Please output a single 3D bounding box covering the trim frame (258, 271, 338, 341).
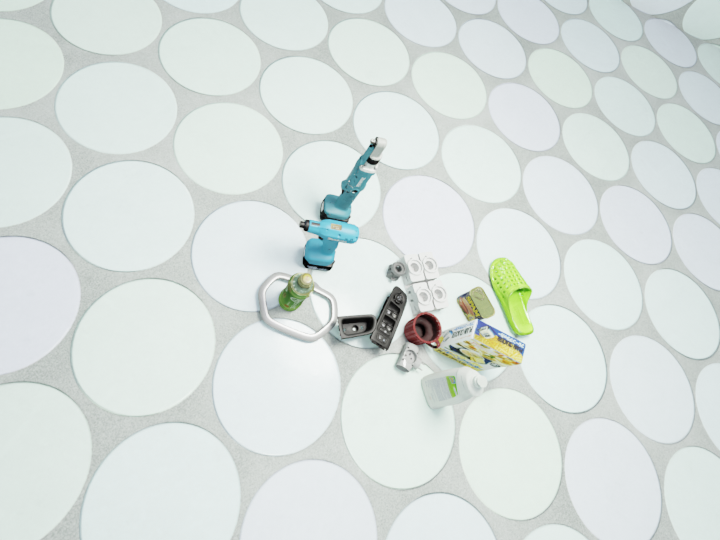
[{"bbox_3d":[-0.181,0.102,1.235,0.245,0.027,0.186,22,64,-7],"label":"trim frame"}]

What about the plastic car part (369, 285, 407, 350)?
[{"bbox_3d":[0.084,0.143,1.272,0.066,0.067,0.203,31,63,-6],"label":"plastic car part"}]

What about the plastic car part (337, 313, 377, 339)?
[{"bbox_3d":[-0.016,0.166,1.232,0.113,0.071,0.067,-4,72,-19],"label":"plastic car part"}]

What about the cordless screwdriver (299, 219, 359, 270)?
[{"bbox_3d":[-0.118,-0.077,1.203,0.155,0.250,0.076,11,68,-16],"label":"cordless screwdriver"}]

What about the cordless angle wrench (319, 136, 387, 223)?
[{"bbox_3d":[-0.017,-0.248,1.204,0.095,0.426,0.076,11,68,-17],"label":"cordless angle wrench"}]
